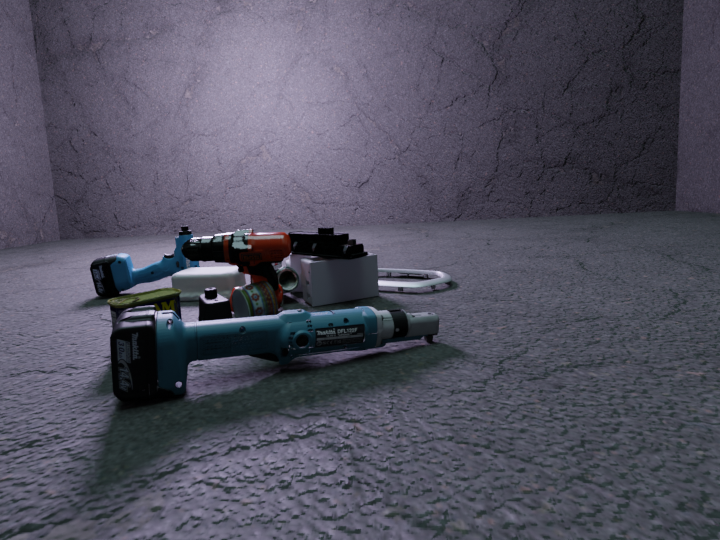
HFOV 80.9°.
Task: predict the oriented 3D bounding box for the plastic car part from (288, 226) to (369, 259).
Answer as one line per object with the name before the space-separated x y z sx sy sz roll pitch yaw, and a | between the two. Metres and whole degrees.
plastic car part | -0.086 -0.056 0.875 0.213 0.066 0.064 2 17 39

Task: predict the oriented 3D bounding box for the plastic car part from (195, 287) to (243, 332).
plastic car part | -0.253 0.067 0.725 0.063 0.070 0.122 -7 13 -31

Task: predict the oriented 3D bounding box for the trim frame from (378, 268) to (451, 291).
trim frame | 0.088 0.019 0.996 0.259 0.027 0.178 1 12 29

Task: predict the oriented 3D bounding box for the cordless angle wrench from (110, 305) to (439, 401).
cordless angle wrench | -0.083 0.084 0.544 0.411 0.097 0.077 -3 11 -19

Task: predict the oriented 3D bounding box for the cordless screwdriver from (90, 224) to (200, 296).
cordless screwdriver | -0.534 -0.023 1.059 0.244 0.157 0.076 -8 8 -14
